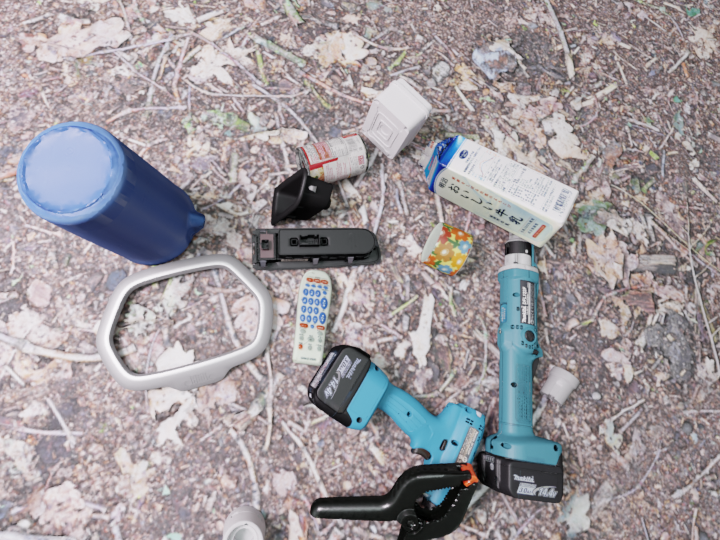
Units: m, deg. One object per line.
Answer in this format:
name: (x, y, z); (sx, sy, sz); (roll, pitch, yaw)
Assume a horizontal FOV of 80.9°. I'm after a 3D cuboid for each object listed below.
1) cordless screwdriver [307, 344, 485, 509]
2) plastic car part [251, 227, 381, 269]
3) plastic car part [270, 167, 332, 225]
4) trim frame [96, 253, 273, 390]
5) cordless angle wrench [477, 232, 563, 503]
cordless screwdriver: (0.041, 0.219, 0.586); (0.247, 0.075, 0.159); (30, 74, -4)
plastic car part: (-0.063, -0.041, 0.648); (0.199, 0.067, 0.068); (0, 70, -11)
plastic car part: (-0.083, -0.107, 0.641); (0.067, 0.120, 0.067); (11, 75, -33)
trim frame: (-0.249, 0.074, 0.609); (0.244, 0.027, 0.188); (-15, 77, -13)
cordless angle wrench: (0.242, 0.104, 0.645); (0.096, 0.075, 0.429); (11, 71, -13)
